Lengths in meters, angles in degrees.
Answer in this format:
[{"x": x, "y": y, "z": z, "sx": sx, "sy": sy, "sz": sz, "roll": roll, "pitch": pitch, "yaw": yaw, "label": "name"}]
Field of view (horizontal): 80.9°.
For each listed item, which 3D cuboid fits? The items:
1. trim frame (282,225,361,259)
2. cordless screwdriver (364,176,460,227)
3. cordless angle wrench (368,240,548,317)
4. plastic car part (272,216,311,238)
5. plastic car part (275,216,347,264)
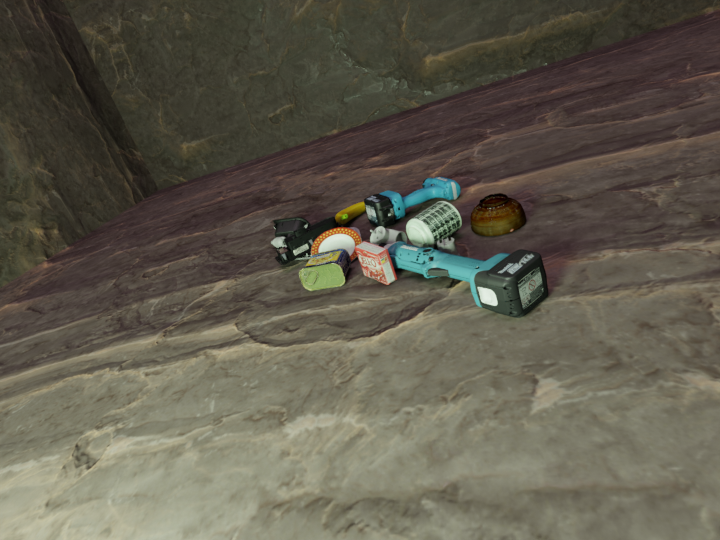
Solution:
[{"x": -0.113, "y": -0.074, "z": 1.155, "sx": 0.259, "sy": 0.026, "sz": 0.183, "roll": -2, "pitch": 32, "yaw": 31, "label": "trim frame"}, {"x": 0.132, "y": -0.204, "z": 1.179, "sx": 0.246, "sy": 0.072, "sz": 0.166, "roll": -21, "pitch": 24, "yaw": -10, "label": "cordless screwdriver"}, {"x": 0.135, "y": -0.014, "z": 0.812, "sx": 0.096, "sy": 0.072, "sz": 0.445, "roll": -31, "pitch": 25, "yaw": -24, "label": "cordless angle wrench"}, {"x": -0.214, "y": -0.117, "z": 1.287, "sx": 0.121, "sy": 0.063, "sz": 0.072, "roll": -4, "pitch": 43, "yaw": 24, "label": "plastic car part"}, {"x": -0.135, "y": -0.087, "z": 1.112, "sx": 0.200, "sy": 0.065, "sz": 0.069, "roll": -25, "pitch": 17, "yaw": -14, "label": "plastic car part"}]
